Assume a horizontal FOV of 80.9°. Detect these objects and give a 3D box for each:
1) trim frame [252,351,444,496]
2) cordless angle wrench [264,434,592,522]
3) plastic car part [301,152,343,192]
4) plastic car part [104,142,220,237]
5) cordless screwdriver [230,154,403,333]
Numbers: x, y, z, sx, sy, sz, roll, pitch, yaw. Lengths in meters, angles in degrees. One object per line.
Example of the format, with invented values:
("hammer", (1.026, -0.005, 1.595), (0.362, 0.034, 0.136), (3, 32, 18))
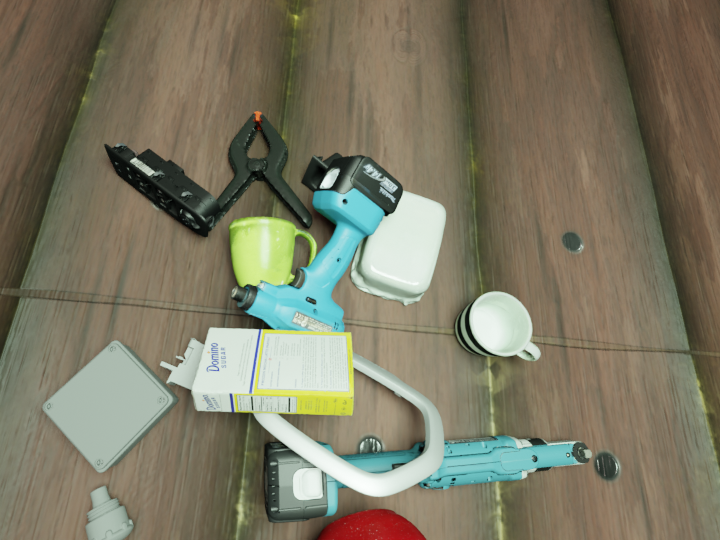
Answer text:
("trim frame", (-0.018, 0.163, 0.517), (0.258, 0.027, 0.181), (23, 35, 20))
("cordless angle wrench", (0.094, 0.243, 0.530), (0.415, 0.098, 0.076), (0, 72, -11))
("plastic car part", (-0.024, -0.141, 0.671), (0.117, 0.066, 0.070), (37, 56, 2))
("plastic car part", (-0.280, -0.121, 0.617), (0.209, 0.065, 0.066), (38, 54, 16))
("cordless screwdriver", (-0.054, -0.035, 0.553), (0.151, 0.078, 0.249), (27, 82, -31))
